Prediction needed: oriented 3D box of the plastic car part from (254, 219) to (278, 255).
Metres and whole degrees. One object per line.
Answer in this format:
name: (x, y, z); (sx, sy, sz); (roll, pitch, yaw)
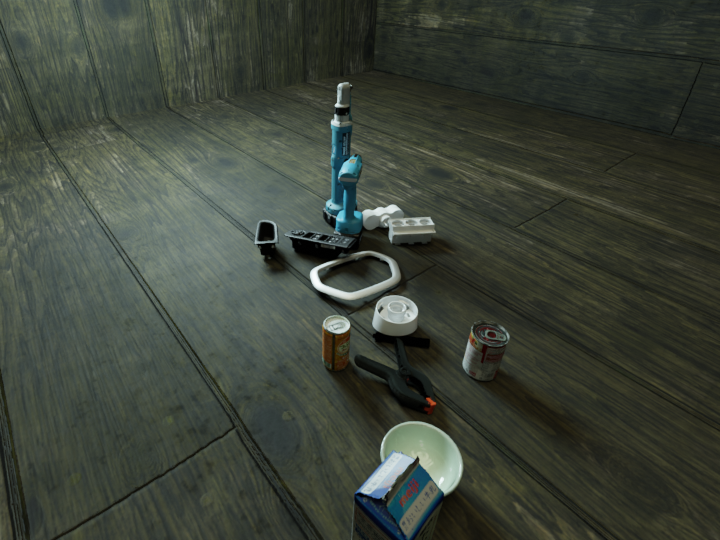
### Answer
plastic car part: (-0.262, -0.085, 1.192); (0.065, 0.069, 0.121); (-3, 35, -7)

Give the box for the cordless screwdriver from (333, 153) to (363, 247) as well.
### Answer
cordless screwdriver: (-0.026, -0.199, 1.202); (0.075, 0.242, 0.161); (8, 35, 7)

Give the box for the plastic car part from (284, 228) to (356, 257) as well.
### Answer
plastic car part: (-0.116, -0.076, 1.181); (0.211, 0.065, 0.066); (15, 37, 20)

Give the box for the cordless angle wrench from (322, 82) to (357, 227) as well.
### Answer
cordless angle wrench: (-0.056, -0.326, 1.234); (0.095, 0.411, 0.079); (-20, 41, -30)

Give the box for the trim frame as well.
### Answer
trim frame: (-0.011, 0.008, 1.096); (0.242, 0.027, 0.195); (-22, 41, -27)
